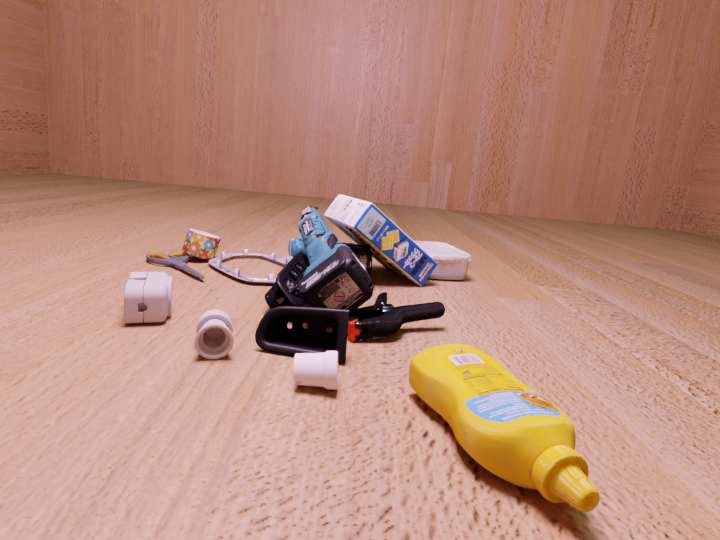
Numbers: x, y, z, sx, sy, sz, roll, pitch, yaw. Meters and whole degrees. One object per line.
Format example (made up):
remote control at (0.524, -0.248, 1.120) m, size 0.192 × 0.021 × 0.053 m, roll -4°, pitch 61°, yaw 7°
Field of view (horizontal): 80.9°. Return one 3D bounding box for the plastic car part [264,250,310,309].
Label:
plastic car part at (-0.118, 0.022, 0.718) m, size 0.067 × 0.065 × 0.204 m, roll -32°, pitch 10°, yaw 7°

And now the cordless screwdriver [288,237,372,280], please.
cordless screwdriver at (-0.050, -0.034, 0.951) m, size 0.153 × 0.074 × 0.260 m, roll -2°, pitch 12°, yaw -27°

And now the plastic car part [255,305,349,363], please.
plastic car part at (-0.071, 0.077, 0.553) m, size 0.119 × 0.066 × 0.069 m, roll 5°, pitch -2°, yaw 11°

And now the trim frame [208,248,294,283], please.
trim frame at (-0.212, -0.012, 0.901) m, size 0.176 × 0.027 × 0.263 m, roll -7°, pitch 17°, yaw -43°

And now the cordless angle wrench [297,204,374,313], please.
cordless angle wrench at (-0.077, -0.050, 0.788) m, size 0.098 × 0.071 × 0.439 m, roll -38°, pitch 26°, yaw 5°
